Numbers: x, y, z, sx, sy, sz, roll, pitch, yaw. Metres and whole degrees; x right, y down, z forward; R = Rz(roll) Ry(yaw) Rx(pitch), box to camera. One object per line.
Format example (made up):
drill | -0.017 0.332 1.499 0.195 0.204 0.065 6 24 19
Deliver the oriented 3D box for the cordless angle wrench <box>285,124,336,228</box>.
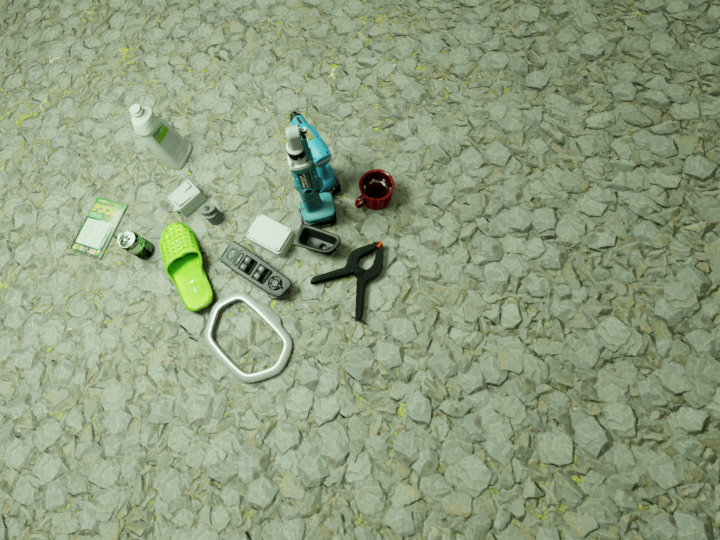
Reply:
cordless angle wrench | -0.123 -0.207 0.987 0.098 0.412 0.076 -11 74 -1

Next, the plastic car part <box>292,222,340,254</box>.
plastic car part | -0.110 -0.072 1.121 0.119 0.069 0.066 18 75 11

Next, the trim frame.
trim frame | -0.289 0.168 1.085 0.257 0.027 0.183 40 80 17

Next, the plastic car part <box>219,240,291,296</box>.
plastic car part | -0.272 0.004 1.118 0.209 0.065 0.066 31 78 15

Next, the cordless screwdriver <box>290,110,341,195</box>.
cordless screwdriver | -0.123 -0.293 1.106 0.074 0.242 0.164 -29 74 -6
